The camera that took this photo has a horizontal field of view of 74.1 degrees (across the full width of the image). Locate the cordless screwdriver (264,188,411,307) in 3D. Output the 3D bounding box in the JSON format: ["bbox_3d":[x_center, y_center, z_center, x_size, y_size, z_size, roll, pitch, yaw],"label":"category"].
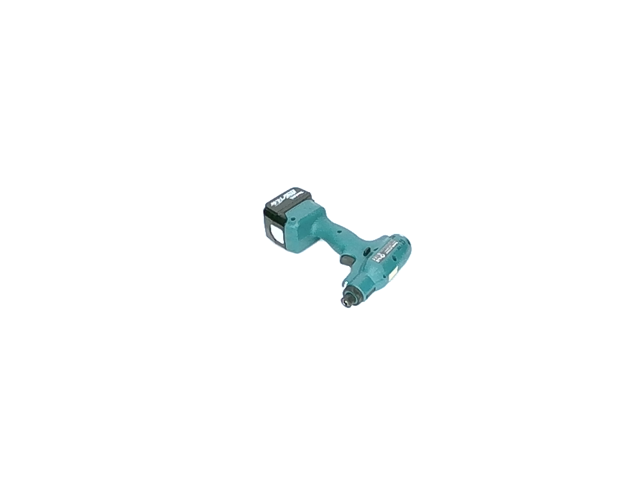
[{"bbox_3d":[0.007,0.010,0.702,0.250,0.074,0.158,27,48,29],"label":"cordless screwdriver"}]
